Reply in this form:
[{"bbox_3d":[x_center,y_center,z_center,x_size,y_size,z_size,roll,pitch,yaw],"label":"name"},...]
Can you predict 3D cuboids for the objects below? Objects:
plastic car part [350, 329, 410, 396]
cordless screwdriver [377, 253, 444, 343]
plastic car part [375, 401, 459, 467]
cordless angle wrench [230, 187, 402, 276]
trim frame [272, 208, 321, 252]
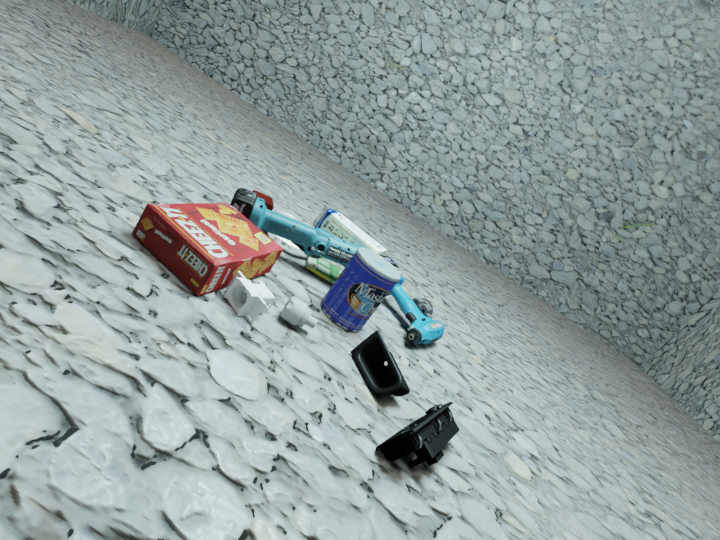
[{"bbox_3d":[0.044,0.174,0.730,0.067,0.066,0.123,39,14,-42],"label":"plastic car part"},{"bbox_3d":[0.091,0.073,1.028,0.259,0.075,0.152,51,23,24],"label":"cordless screwdriver"},{"bbox_3d":[0.103,0.244,0.632,0.069,0.067,0.194,51,22,17],"label":"plastic car part"},{"bbox_3d":[-0.092,-0.060,0.944,0.412,0.097,0.076,21,23,-13],"label":"cordless angle wrench"},{"bbox_3d":[-0.177,-0.103,1.099,0.178,0.027,0.257,24,19,-19],"label":"trim frame"}]
